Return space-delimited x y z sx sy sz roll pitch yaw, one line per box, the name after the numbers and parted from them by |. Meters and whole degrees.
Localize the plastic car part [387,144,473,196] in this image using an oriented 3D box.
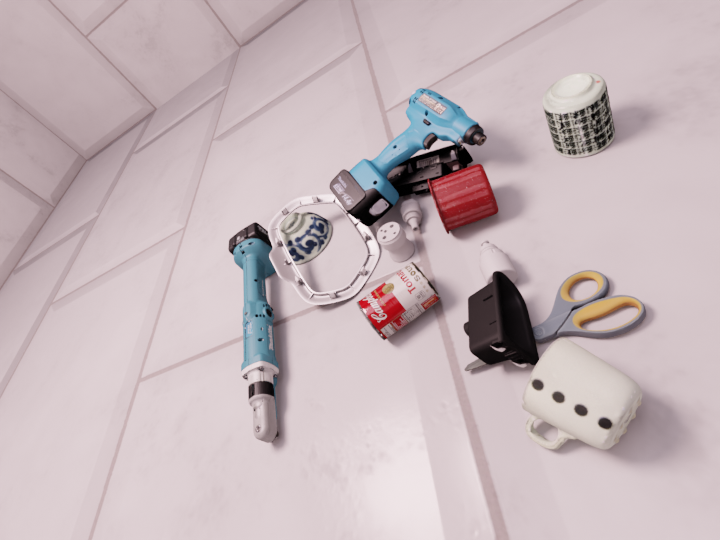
0.097 -0.170 0.777 0.212 0.063 0.068 -4 78 35 | plastic car part

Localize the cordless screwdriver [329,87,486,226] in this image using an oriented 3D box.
0.075 -0.180 0.713 0.250 0.070 0.168 -46 53 10 | cordless screwdriver

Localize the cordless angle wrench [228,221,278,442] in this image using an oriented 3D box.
-0.181 0.087 0.751 0.075 0.092 0.441 -32 44 16 | cordless angle wrench

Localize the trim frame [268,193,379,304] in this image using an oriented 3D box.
-0.076 -0.050 0.775 0.184 0.026 0.260 -30 59 -2 | trim frame

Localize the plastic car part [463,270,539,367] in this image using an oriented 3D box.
0.158 0.065 0.508 0.072 0.064 0.119 -40 26 34 | plastic car part
